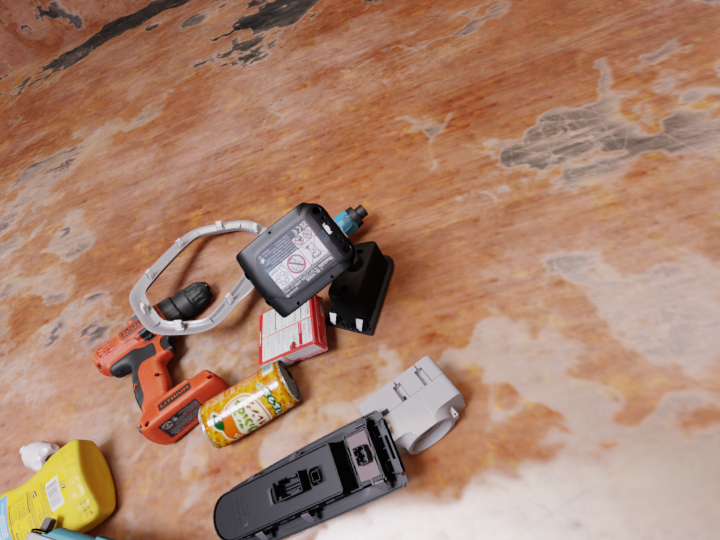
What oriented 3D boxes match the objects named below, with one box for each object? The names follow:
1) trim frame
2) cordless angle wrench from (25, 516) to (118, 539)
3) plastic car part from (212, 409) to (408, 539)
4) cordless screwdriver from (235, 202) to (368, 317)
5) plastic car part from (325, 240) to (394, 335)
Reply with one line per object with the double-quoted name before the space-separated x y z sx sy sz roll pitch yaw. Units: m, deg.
"trim frame" -0.224 -0.004 0.622 0.190 0.026 0.249 10 42 17
"cordless angle wrench" -0.139 0.286 0.361 0.436 0.071 0.100 0 55 20
"plastic car part" -0.061 0.204 0.389 0.206 0.064 0.069 -35 65 21
"cordless screwdriver" -0.048 -0.031 0.488 0.159 0.074 0.250 -39 5 -2
"plastic car part" -0.004 0.011 0.528 0.069 0.067 0.117 8 62 26
